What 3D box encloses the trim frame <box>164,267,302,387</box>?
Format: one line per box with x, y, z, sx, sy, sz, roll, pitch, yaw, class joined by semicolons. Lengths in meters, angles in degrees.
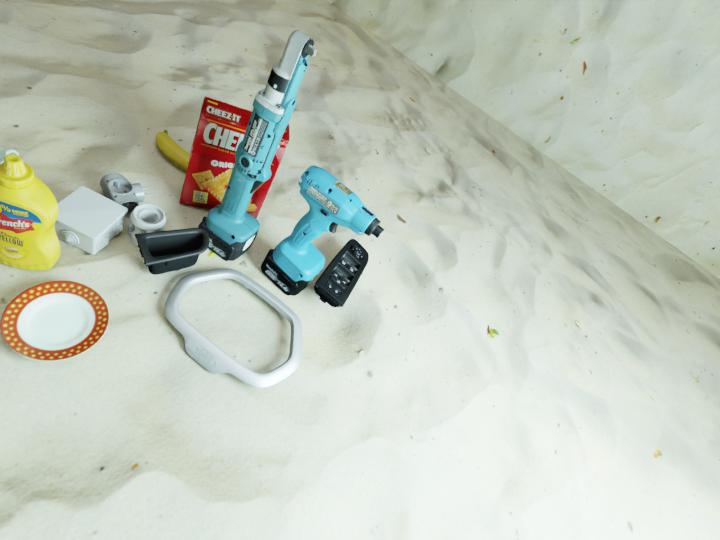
-0.205;0.088;0.704;0.251;0.027;0.182;35;41;5;trim frame

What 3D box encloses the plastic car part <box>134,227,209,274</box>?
-0.317;-0.026;0.718;0.112;0.071;0.069;-11;58;-39;plastic car part

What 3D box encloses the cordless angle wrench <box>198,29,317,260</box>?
-0.173;-0.183;0.691;0.099;0.423;0.074;38;41;2;cordless angle wrench

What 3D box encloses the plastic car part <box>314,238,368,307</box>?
-0.037;0.008;0.854;0.066;0.067;0.202;33;41;-1;plastic car part

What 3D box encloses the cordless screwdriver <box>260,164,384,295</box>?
-0.073;-0.048;0.749;0.162;0.249;0.073;41;41;7;cordless screwdriver
